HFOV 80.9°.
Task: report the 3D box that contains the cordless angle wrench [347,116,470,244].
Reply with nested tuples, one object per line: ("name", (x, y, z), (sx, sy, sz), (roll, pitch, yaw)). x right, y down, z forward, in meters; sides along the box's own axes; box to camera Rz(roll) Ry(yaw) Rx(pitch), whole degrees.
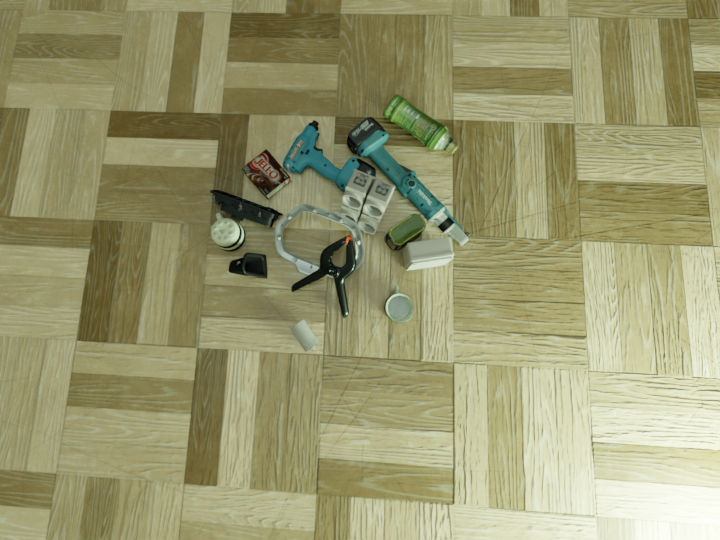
("cordless angle wrench", (0.132, -0.229, 1.137), (0.098, 0.073, 0.429), (-41, 83, -6))

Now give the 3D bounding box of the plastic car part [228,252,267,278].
("plastic car part", (-0.301, -0.010, 1.103), (0.073, 0.112, 0.067), (-10, 82, 22))

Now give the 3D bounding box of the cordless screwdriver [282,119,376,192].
("cordless screwdriver", (-0.073, -0.302, 1.158), (0.254, 0.073, 0.159), (27, 82, 10))

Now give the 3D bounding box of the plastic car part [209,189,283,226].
("plastic car part", (-0.312, -0.165, 1.149), (0.205, 0.066, 0.067), (16, 92, 5))

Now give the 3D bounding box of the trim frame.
("trim frame", (-0.109, -0.071, 1.115), (0.250, 0.027, 0.183), (22, 106, 4))
